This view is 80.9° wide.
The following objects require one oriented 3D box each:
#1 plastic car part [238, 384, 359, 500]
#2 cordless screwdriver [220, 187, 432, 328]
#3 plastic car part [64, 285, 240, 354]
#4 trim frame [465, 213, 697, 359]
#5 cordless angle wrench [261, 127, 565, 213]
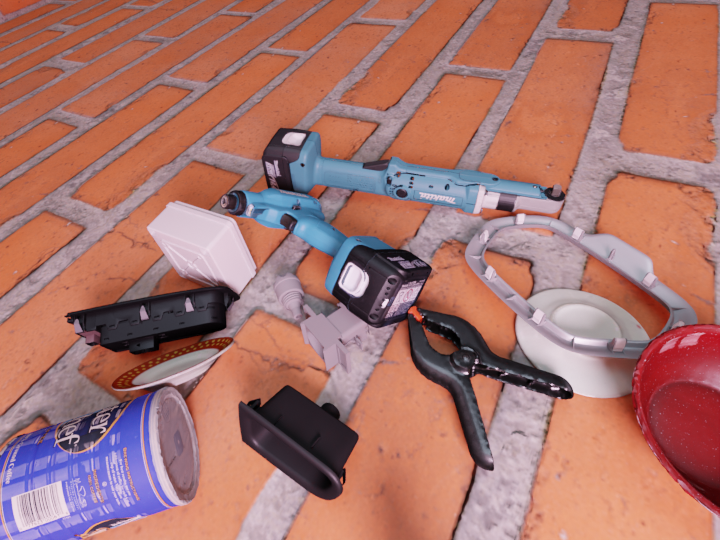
[{"bbox_3d":[-0.053,0.156,0.408,0.121,0.064,0.070,22,41,22],"label":"plastic car part"},{"bbox_3d":[-0.050,-0.033,0.513,0.263,0.074,0.151,37,22,34],"label":"cordless screwdriver"},{"bbox_3d":[-0.249,0.062,0.519,0.202,0.064,0.070,-15,58,-3],"label":"plastic car part"},{"bbox_3d":[0.238,0.003,0.484,0.181,0.026,0.262,-18,41,-16],"label":"trim frame"},{"bbox_3d":[0.064,-0.133,0.623,0.435,0.094,0.075,12,51,15],"label":"cordless angle wrench"}]
